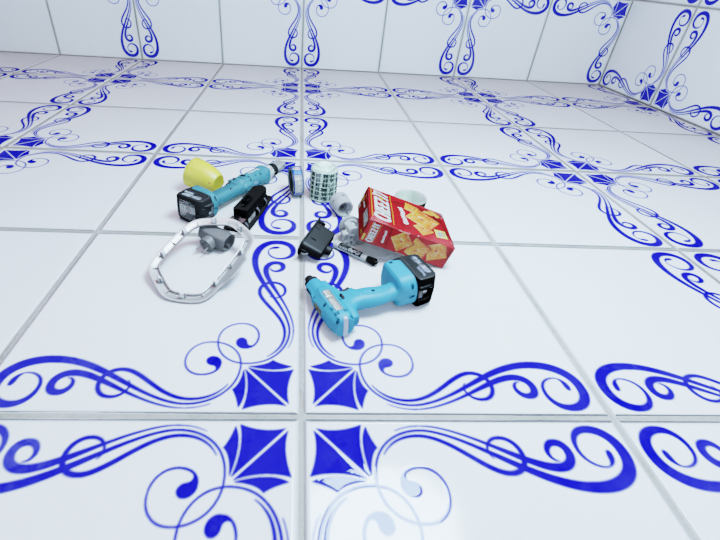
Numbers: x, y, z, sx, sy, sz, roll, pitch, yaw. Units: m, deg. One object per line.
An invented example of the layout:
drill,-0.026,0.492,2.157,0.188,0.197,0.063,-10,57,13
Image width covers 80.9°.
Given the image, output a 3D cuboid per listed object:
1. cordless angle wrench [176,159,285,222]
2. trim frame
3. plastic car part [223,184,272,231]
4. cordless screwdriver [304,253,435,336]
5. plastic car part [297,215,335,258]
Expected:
cordless angle wrench,-0.343,-0.250,1.222,0.102,0.072,0.417,20,36,18
trim frame,-0.339,-0.033,0.913,0.189,0.027,0.248,21,50,12
plastic car part,-0.297,-0.174,1.130,0.068,0.065,0.204,5,33,10
cordless screwdriver,0.017,0.032,0.865,0.242,0.072,0.168,-19,41,-23
plastic car part,-0.098,-0.064,1.002,0.071,0.065,0.117,24,41,1
